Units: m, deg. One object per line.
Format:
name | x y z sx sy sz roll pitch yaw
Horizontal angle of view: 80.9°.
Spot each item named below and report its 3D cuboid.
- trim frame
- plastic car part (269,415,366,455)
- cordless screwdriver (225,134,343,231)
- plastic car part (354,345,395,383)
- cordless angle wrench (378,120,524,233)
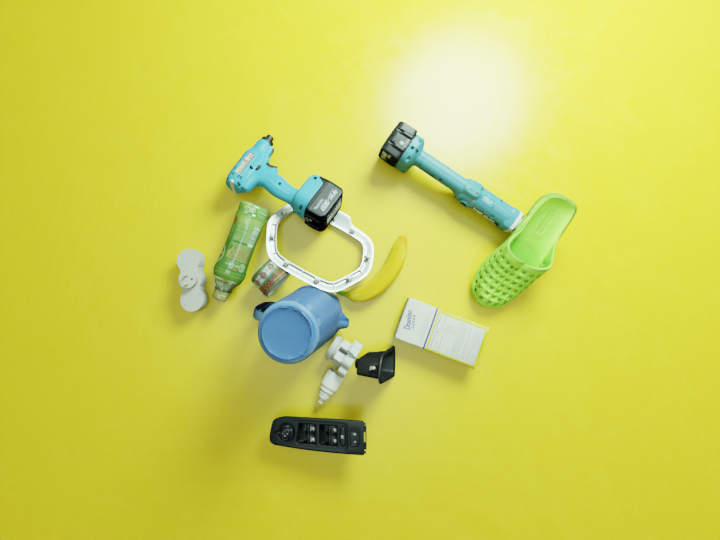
trim frame | -0.090 -0.059 0.922 0.253 0.027 0.184 27 64 9
plastic car part | -0.089 0.334 0.884 0.206 0.066 0.066 -1 93 7
cordless screwdriver | -0.154 -0.200 0.931 0.254 0.073 0.159 26 68 10
plastic car part | 0.027 0.195 0.877 0.073 0.112 0.066 -2 86 24
cordless angle wrench | 0.234 -0.165 0.906 0.425 0.097 0.074 35 90 3
